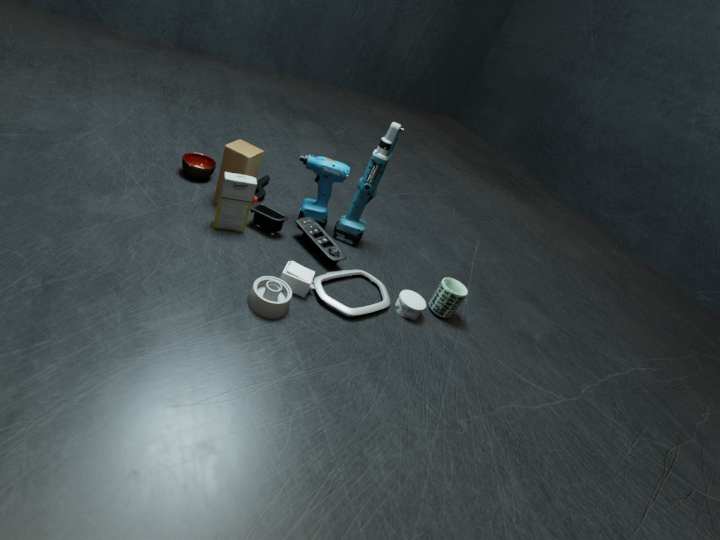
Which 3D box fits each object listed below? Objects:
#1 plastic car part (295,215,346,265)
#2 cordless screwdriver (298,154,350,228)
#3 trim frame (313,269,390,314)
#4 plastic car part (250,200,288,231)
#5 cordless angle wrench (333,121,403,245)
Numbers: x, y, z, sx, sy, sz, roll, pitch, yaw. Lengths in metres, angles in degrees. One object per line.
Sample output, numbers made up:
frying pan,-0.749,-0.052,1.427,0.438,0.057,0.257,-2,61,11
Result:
plastic car part,-0.128,-0.084,1.310,0.064,0.066,0.213,-14,47,-44
cordless screwdriver,-0.150,-0.254,1.375,0.156,0.246,0.076,18,33,-10
trim frame,-0.022,0.056,1.206,0.238,0.027,0.194,-12,46,-41
plastic car part,-0.289,-0.156,1.317,0.119,0.070,0.065,30,33,10
cordless angle wrench,0.026,-0.271,1.342,0.098,0.419,0.075,25,32,-2
